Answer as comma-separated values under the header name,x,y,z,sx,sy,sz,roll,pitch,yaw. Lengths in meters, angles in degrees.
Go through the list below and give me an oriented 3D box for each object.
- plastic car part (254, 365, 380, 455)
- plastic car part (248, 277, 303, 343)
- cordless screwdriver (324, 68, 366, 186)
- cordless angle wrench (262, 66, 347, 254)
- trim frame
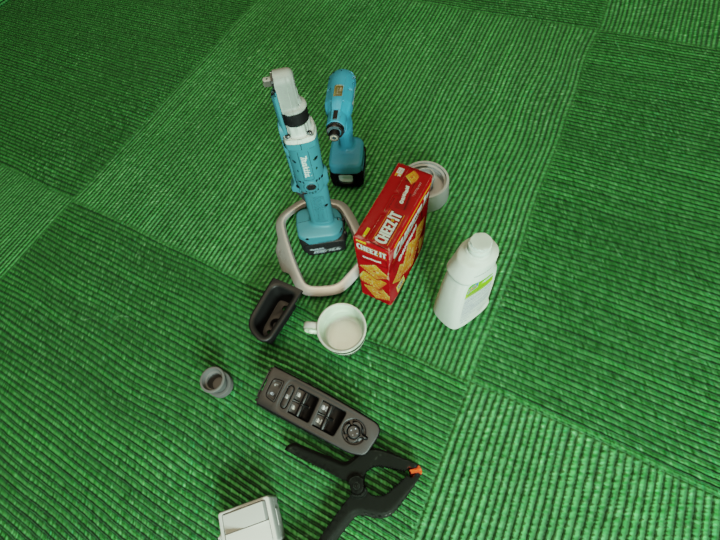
name,x,y,z,sx,sy,sz,roll,pitch,yaw
plastic car part,-0.069,0.235,0.692,0.210,0.064,0.066,21,66,19
plastic car part,-0.159,0.085,0.787,0.068,0.068,0.117,21,66,16
cordless screwdriver,-0.034,-0.257,0.859,0.075,0.240,0.162,3,62,6
cordless angle wrench,-0.088,-0.160,0.717,0.098,0.408,0.077,-8,62,0
trim frame,-0.086,-0.056,0.878,0.183,0.026,0.259,-22,60,-4
